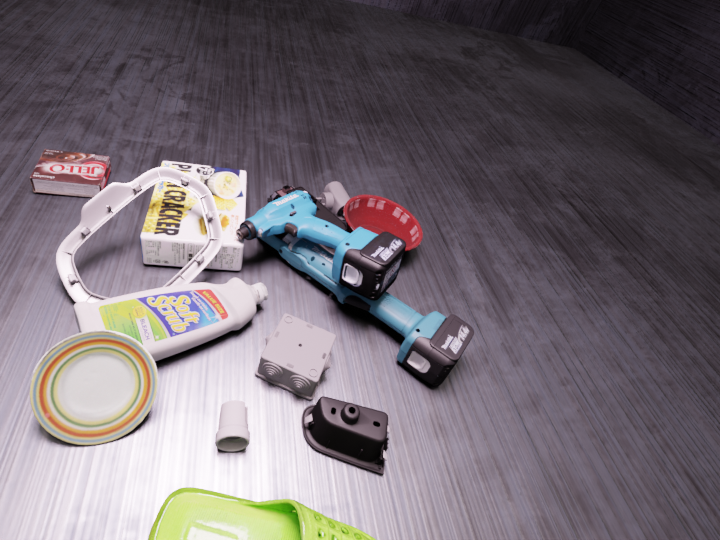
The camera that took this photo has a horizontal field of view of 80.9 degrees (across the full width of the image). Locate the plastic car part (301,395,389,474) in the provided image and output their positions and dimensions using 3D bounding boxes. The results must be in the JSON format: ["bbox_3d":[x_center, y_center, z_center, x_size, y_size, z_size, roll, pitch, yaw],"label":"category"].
[{"bbox_3d":[-0.013,0.193,0.528,0.116,0.070,0.067,20,41,-3],"label":"plastic car part"}]

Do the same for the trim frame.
[{"bbox_3d":[-0.322,-0.045,0.628,0.183,0.028,0.247,44,75,-2],"label":"trim frame"}]

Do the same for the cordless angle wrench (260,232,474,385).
[{"bbox_3d":[-0.026,0.020,0.708,0.440,0.073,0.096,34,44,21],"label":"cordless angle wrench"}]

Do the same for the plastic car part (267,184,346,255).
[{"bbox_3d":[-0.093,-0.110,0.828,0.064,0.066,0.212,-21,57,-44],"label":"plastic car part"}]

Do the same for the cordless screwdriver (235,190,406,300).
[{"bbox_3d":[-0.066,-0.043,0.671,0.261,0.073,0.155,30,42,25],"label":"cordless screwdriver"}]
